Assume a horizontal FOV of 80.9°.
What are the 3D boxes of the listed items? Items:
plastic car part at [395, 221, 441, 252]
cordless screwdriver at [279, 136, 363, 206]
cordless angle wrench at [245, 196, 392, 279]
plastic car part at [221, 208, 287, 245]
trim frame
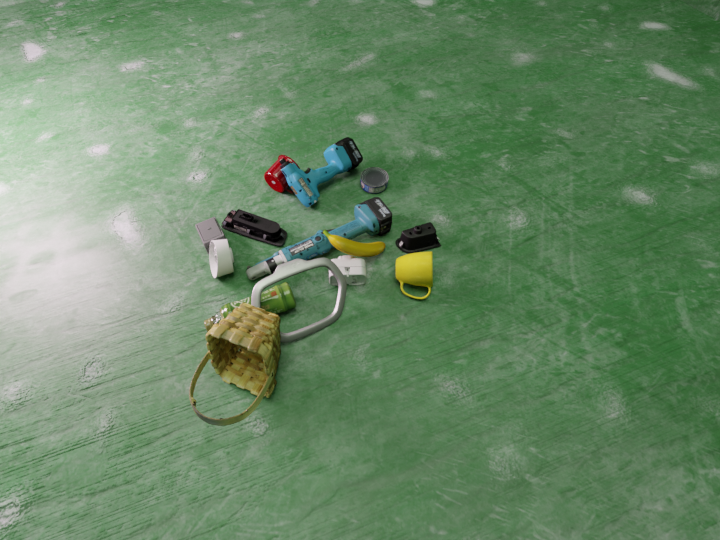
[{"bbox_3d":[0.159,-0.095,1.152,0.115,0.069,0.069,-14,56,-12],"label":"plastic car part"},{"bbox_3d":[-0.120,-0.322,1.279,0.246,0.077,0.155,-43,105,-23],"label":"cordless screwdriver"},{"bbox_3d":[-0.113,-0.074,1.153,0.418,0.072,0.103,-26,59,-12],"label":"cordless angle wrench"},{"bbox_3d":[-0.301,-0.131,1.208,0.208,0.065,0.066,22,51,13],"label":"plastic car part"},{"bbox_3d":[-0.144,0.066,1.019,0.243,0.028,0.182,-21,97,-19],"label":"trim frame"}]
